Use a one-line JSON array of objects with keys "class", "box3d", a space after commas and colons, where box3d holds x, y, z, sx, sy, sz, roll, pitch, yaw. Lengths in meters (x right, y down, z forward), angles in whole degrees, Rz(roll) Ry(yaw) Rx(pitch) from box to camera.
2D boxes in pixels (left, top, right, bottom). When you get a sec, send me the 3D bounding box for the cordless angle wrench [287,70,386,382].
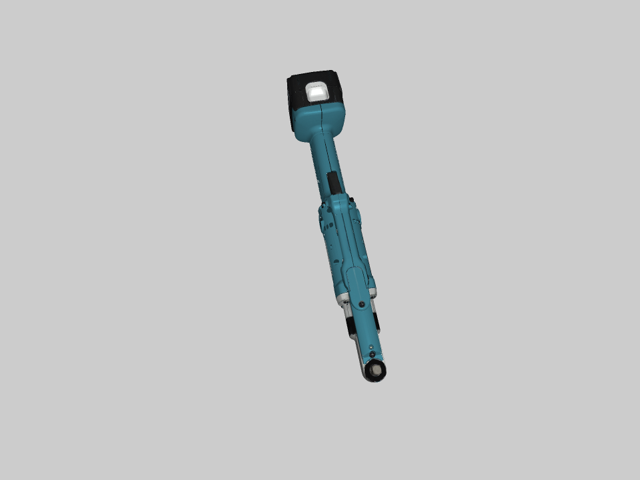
[{"class": "cordless angle wrench", "box3d": [0.026, -0.028, 0.568, 0.074, 0.422, 0.098, -10, -18, -5]}]
